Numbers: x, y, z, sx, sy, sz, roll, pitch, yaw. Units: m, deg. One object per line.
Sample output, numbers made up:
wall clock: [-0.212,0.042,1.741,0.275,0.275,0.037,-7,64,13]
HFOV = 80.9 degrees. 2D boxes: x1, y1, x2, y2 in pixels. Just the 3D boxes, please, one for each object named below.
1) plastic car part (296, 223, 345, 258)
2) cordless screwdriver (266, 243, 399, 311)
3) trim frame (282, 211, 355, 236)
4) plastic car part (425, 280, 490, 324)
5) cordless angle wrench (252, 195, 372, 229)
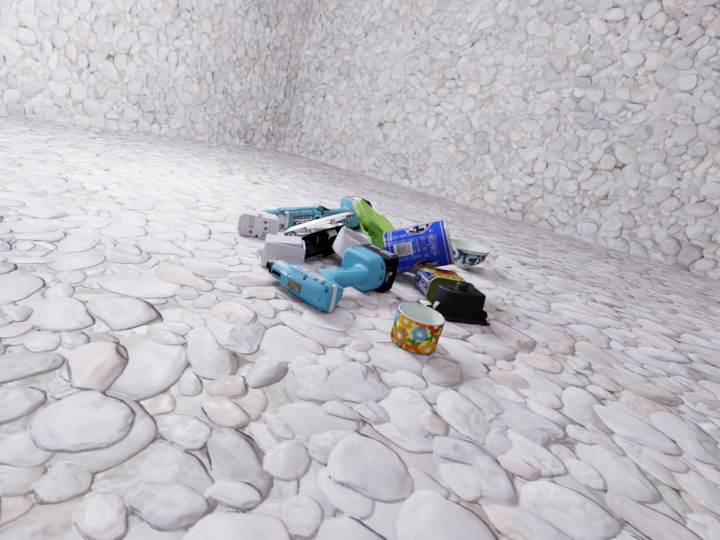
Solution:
plastic car part: [-0.096,-0.063,0.979,0.068,0.067,0.196,-19,-2,28]
cordless screwdriver: [-0.048,0.000,0.806,0.168,0.073,0.239,25,25,33]
trim frame: [-0.101,-0.108,1.021,0.185,0.027,0.249,-15,7,1]
plastic car part: [0.190,0.057,0.805,0.113,0.070,0.069,11,16,-21]
cordless angle wrench: [-0.138,-0.157,1.211,0.405,0.096,0.079,-11,29,-43]
